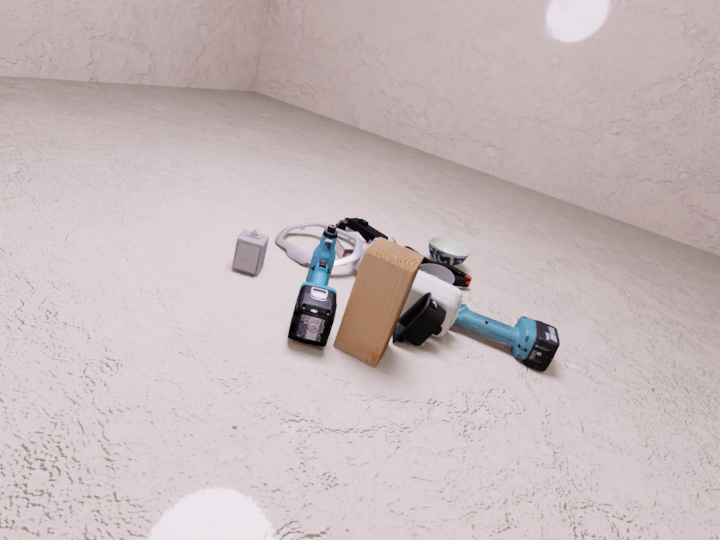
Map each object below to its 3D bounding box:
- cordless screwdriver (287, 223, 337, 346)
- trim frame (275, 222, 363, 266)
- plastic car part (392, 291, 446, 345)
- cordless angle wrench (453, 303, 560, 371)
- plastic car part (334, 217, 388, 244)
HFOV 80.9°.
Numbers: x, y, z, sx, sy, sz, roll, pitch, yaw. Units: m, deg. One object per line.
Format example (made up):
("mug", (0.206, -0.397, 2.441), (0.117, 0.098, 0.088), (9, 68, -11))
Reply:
("cordless screwdriver", (-0.081, 0.021, 0.843), (0.074, 0.157, 0.254), (14, 28, -7))
("trim frame", (-0.108, -0.071, 1.105), (0.262, 0.027, 0.180), (25, 39, 31))
("plastic car part", (0.126, 0.107, 0.850), (0.070, 0.117, 0.067), (38, 26, -11))
("cordless angle wrench", (0.210, 0.094, 0.955), (0.436, 0.073, 0.096), (21, 26, 16))
("plastic car part", (0.014, -0.111, 1.258), (0.063, 0.066, 0.214), (-1, 33, -46))
